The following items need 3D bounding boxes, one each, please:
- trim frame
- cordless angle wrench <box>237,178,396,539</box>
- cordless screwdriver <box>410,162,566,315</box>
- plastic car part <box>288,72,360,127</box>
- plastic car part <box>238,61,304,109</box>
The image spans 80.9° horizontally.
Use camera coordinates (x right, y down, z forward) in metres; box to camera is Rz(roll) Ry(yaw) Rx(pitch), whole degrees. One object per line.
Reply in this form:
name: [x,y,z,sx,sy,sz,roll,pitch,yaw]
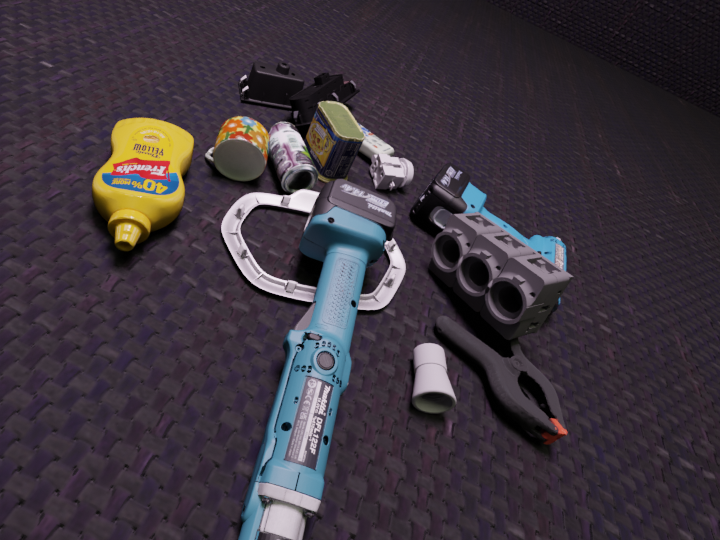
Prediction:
trim frame: [-0.053,-0.035,0.544,0.243,0.027,0.190,10,45,-14]
cordless angle wrench: [-0.042,0.089,0.389,0.096,0.074,0.430,20,52,-11]
cordless screwdriver: [0.197,-0.047,0.638,0.250,0.074,0.159,33,44,1]
plastic car part: [-0.069,-0.310,0.755,0.069,0.064,0.203,11,45,21]
plastic car part: [-0.150,-0.331,0.744,0.113,0.070,0.069,1,51,-21]
